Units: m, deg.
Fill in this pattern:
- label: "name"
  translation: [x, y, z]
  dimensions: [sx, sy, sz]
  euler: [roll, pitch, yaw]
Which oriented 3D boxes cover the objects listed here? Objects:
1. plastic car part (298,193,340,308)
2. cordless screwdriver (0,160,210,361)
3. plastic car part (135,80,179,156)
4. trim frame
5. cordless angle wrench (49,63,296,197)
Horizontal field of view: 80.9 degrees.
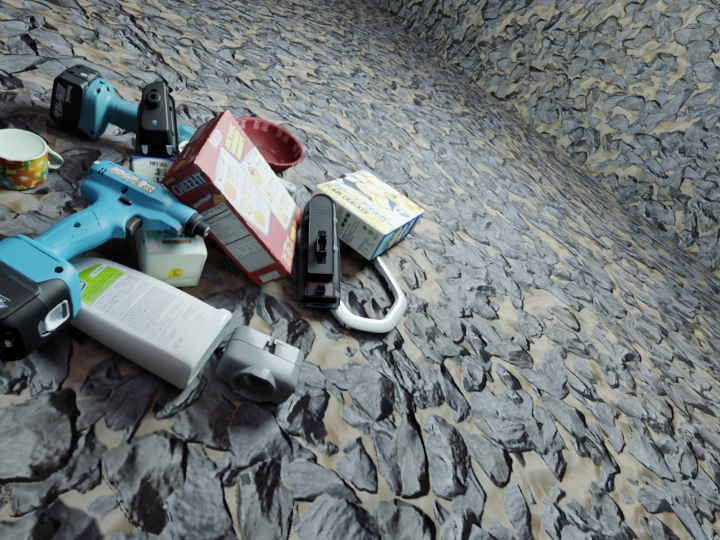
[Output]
- label: "plastic car part"
  translation: [-0.067, -0.044, 0.680]
  dimensions: [0.066, 0.065, 0.209]
  euler: [-2, 59, -1]
- label: "cordless screwdriver"
  translation: [-0.285, -0.019, 0.454]
  dimensions: [0.159, 0.074, 0.251]
  euler: [24, 43, -2]
- label: "plastic car part"
  translation: [-0.318, -0.242, 0.655]
  dimensions: [0.064, 0.072, 0.118]
  euler: [-3, 79, -20]
- label: "trim frame"
  translation: [-0.019, 0.005, 0.739]
  dimensions: [0.176, 0.027, 0.260]
  euler: [-5, 52, -39]
- label: "cordless angle wrench"
  translation: [-0.308, -0.222, 0.752]
  dimensions: [0.410, 0.098, 0.077]
  euler: [22, 36, -17]
